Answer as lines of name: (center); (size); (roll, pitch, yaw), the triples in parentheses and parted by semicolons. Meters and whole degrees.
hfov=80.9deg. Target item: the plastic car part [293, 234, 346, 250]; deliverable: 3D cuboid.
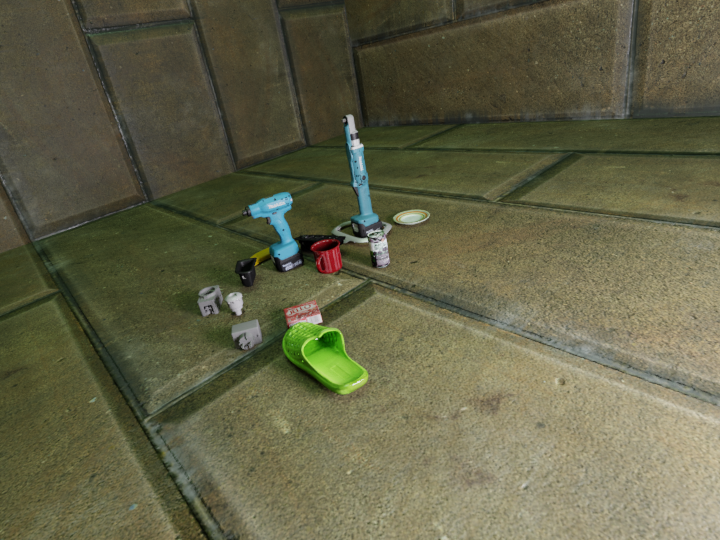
plastic car part: (-0.142, -0.093, 1.450); (0.214, 0.065, 0.065); (11, 33, 38)

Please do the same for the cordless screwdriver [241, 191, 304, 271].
cordless screwdriver: (-0.277, -0.115, 1.354); (0.156, 0.241, 0.078); (-20, 25, -20)

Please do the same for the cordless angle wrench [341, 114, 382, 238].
cordless angle wrench: (-0.005, -0.318, 1.448); (0.095, 0.410, 0.078); (-23, 26, -26)

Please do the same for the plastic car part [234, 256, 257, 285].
plastic car part: (-0.355, 0.013, 1.329); (0.066, 0.069, 0.120); (-12, 26, -3)

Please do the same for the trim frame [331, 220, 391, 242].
trim frame: (0.000, -0.144, 1.534); (0.180, 0.027, 0.262); (-26, 30, -26)
